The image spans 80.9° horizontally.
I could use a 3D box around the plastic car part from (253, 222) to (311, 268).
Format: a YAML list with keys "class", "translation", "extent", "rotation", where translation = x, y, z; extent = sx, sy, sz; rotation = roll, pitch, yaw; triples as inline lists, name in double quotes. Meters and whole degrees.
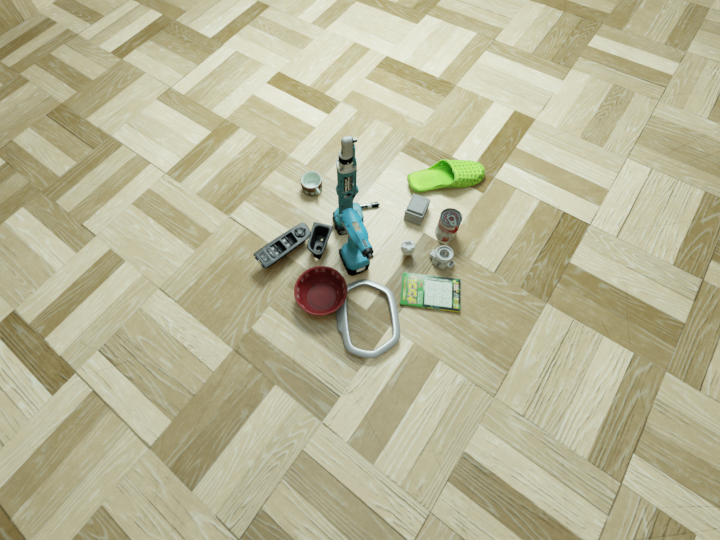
- class: "plastic car part"
  translation: [-0.245, -0.076, 1.371]
  extent: [0.201, 0.065, 0.069]
  rotation: [-39, 69, -15]

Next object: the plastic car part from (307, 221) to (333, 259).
- class: "plastic car part"
  translation: [-0.134, -0.087, 1.366]
  extent: [0.067, 0.069, 0.118]
  rotation: [12, 64, 7]

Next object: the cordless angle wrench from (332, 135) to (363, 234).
- class: "cordless angle wrench"
  translation: [-0.040, -0.244, 1.248]
  extent: [0.097, 0.411, 0.077]
  rotation: [-12, 65, -7]

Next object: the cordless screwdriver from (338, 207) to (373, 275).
- class: "cordless screwdriver"
  translation: [-0.008, -0.057, 1.244]
  extent: [0.073, 0.242, 0.165]
  rotation: [-21, 66, -11]

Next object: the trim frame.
- class: "trim frame"
  translation: [0.020, 0.139, 1.261]
  extent: [0.184, 0.027, 0.256]
  rotation: [-7, 62, 1]
